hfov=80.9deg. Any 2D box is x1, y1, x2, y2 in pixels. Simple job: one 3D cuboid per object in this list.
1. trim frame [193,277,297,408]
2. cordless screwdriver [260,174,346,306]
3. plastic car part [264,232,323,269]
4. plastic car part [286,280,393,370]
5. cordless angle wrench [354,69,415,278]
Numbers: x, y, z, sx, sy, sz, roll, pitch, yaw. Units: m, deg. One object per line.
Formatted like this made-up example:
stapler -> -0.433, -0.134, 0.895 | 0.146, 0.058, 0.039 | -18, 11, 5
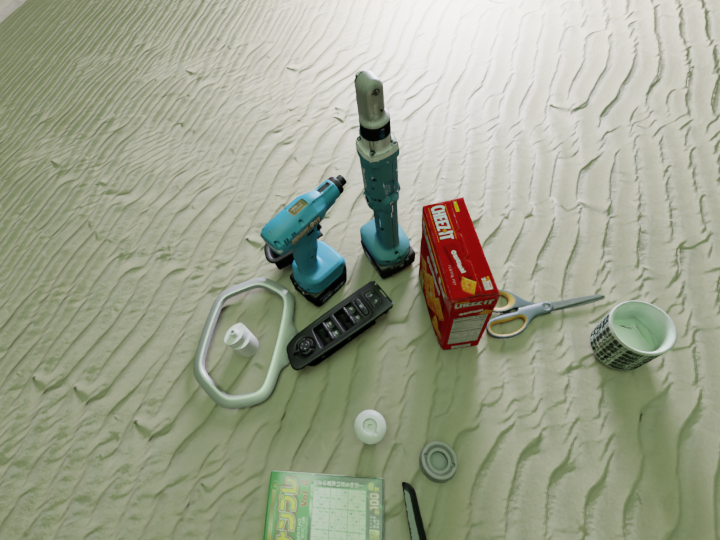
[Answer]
trim frame -> -0.212, 0.127, 0.788 | 0.189, 0.026, 0.253 | 4, 62, 14
cordless screwdriver -> -0.072, -0.047, 0.734 | 0.078, 0.239, 0.158 | 39, 73, 24
plastic car part -> -0.135, -0.046, 0.846 | 0.116, 0.068, 0.069 | -36, 62, -10
plastic car part -> -0.039, 0.103, 0.743 | 0.202, 0.064, 0.069 | -33, 61, -8
cordless angle wrench -> 0.032, -0.123, 0.658 | 0.074, 0.406, 0.102 | -28, 62, -8
